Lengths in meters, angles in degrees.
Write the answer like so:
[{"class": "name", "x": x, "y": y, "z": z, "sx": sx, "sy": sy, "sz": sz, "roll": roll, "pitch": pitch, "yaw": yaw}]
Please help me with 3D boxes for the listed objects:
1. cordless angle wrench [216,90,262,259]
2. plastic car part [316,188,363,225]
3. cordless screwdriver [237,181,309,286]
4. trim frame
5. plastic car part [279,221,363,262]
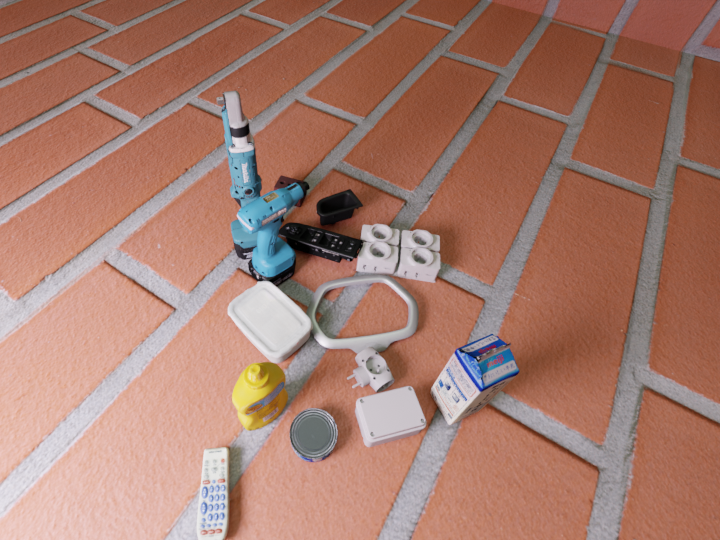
[{"class": "cordless angle wrench", "x": -0.239, "y": -0.180, "z": 0.879, "sx": 0.096, "sy": 0.412, "sz": 0.077, "roll": -10, "pitch": 56, "yaw": -15}, {"class": "plastic car part", "x": -0.063, "y": -0.150, "z": 1.078, "sx": 0.114, "sy": 0.069, "sz": 0.069, "roll": -23, "pitch": 58, "yaw": -19}, {"class": "cordless screwdriver", "x": -0.175, "y": -0.076, "z": 0.908, "sx": 0.156, "sy": 0.242, "sz": 0.078, "roll": -36, "pitch": 65, "yaw": -28}, {"class": "trim frame", "x": 0.004, "y": 0.091, "z": 0.922, "sx": 0.245, "sy": 0.027, "sz": 0.192, "roll": -8, "pitch": 53, "yaw": -8}, {"class": "plastic car part", "x": -0.099, "y": -0.065, "z": 1.014, "sx": 0.208, "sy": 0.065, "sz": 0.066, "roll": 20, "pitch": 54, "yaw": 12}]
